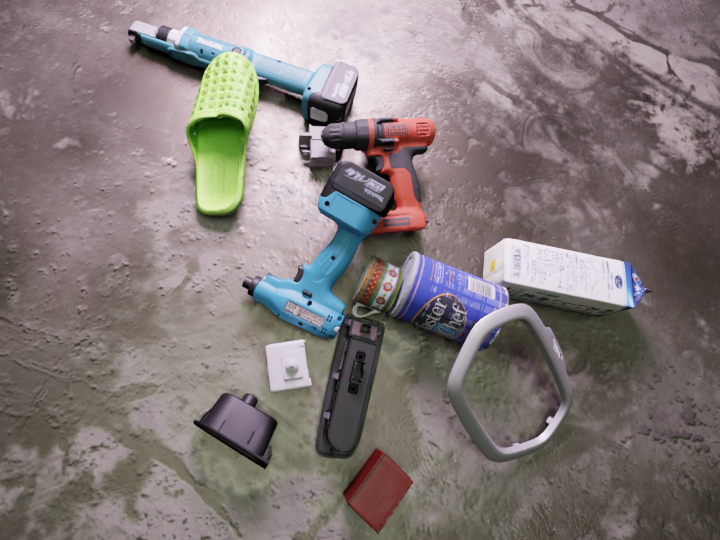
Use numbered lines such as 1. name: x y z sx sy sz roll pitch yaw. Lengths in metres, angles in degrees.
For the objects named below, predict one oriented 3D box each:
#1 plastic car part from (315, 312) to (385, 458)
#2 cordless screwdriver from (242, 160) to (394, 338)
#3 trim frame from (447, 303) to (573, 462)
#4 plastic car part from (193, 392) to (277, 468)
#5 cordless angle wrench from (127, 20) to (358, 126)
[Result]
1. plastic car part: -0.010 0.163 0.599 0.065 0.067 0.205 18 74 -9
2. cordless screwdriver: -0.061 -0.040 0.621 0.161 0.074 0.248 25 94 4
3. trim frame: 0.211 0.158 0.579 0.183 0.028 0.240 -37 109 -9
4. plastic car part: -0.160 0.207 0.575 0.118 0.065 0.071 31 57 7
5. cordless angle wrench: -0.216 -0.368 0.752 0.427 0.073 0.098 20 72 4
